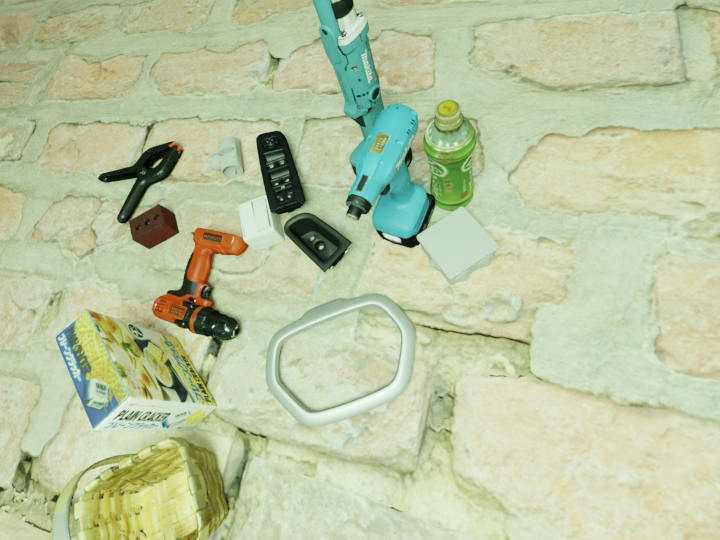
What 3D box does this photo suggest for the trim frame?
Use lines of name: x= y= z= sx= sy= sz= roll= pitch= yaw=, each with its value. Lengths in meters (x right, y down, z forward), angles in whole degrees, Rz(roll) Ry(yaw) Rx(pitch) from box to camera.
trim frame: x=-0.034 y=0.132 z=0.662 sx=0.250 sy=0.026 sz=0.191 roll=-24 pitch=63 yaw=7

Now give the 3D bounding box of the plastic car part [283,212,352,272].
plastic car part: x=-0.071 y=-0.046 z=0.726 sx=0.122 sy=0.068 sz=0.066 roll=40 pitch=83 yaw=26

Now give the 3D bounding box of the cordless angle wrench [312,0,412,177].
cordless angle wrench: x=0.000 y=-0.258 z=0.601 sx=0.078 sy=0.405 sz=0.098 roll=34 pitch=81 yaw=23

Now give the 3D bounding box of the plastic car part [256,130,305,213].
plastic car part: x=-0.152 y=-0.188 z=0.813 sx=0.067 sy=0.064 sz=0.210 roll=-23 pitch=63 yaw=6

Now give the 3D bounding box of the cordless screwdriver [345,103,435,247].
cordless screwdriver: x=0.044 y=-0.101 z=0.616 sx=0.077 sy=0.238 sz=0.160 roll=20 pitch=76 yaw=20
